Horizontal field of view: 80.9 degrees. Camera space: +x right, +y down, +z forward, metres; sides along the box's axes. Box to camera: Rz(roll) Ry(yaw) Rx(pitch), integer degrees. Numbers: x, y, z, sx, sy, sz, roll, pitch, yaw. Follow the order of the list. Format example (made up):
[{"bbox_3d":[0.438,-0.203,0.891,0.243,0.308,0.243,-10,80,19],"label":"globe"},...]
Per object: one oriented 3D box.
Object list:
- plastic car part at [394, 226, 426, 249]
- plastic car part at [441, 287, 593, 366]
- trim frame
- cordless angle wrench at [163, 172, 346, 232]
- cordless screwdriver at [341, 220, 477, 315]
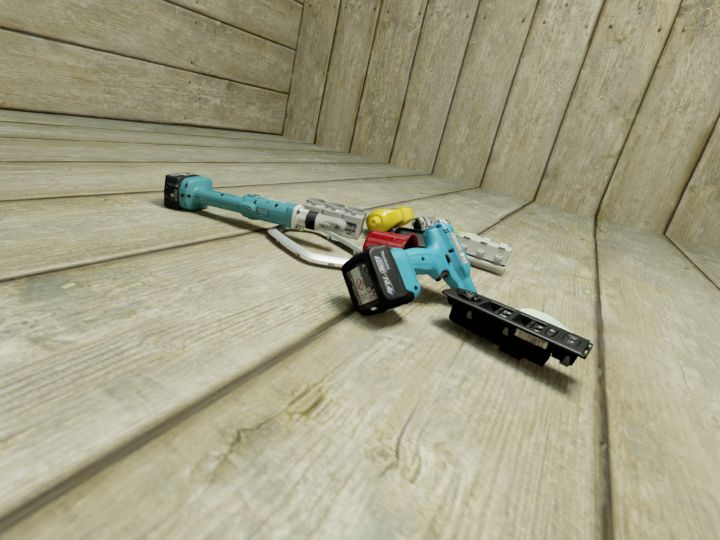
[{"bbox_3d":[0.131,-0.053,0.968,0.119,0.064,0.071,12,33,9],"label":"plastic car part"},{"bbox_3d":[0.212,0.083,0.614,0.214,0.066,0.064,30,32,33],"label":"plastic car part"},{"bbox_3d":[-0.087,-0.057,0.895,0.176,0.027,0.263,-7,25,-40],"label":"trim frame"},{"bbox_3d":[-0.235,-0.140,0.932,0.436,0.073,0.096,14,19,16],"label":"cordless angle wrench"},{"bbox_3d":[0.097,0.015,0.688,0.239,0.162,0.076,-17,-11,-40],"label":"cordless screwdriver"}]
